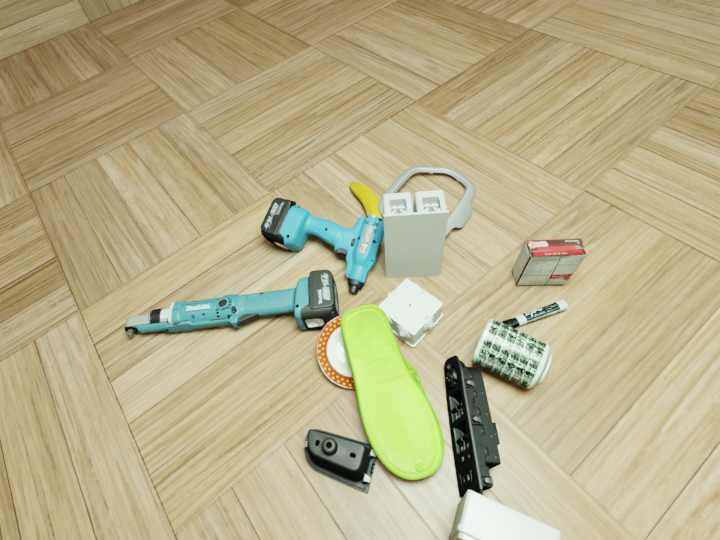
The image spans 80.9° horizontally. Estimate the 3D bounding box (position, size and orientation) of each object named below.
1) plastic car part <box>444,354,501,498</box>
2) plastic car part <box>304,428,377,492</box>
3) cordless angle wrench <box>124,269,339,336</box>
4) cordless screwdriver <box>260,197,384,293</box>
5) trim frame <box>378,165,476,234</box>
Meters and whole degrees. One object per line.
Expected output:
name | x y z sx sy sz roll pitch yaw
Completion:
plastic car part | 0.169 0.225 0.637 0.067 0.064 0.210 -1 53 -6
plastic car part | -0.036 0.272 0.633 0.120 0.068 0.066 13 56 14
cordless angle wrench | -0.255 0.078 0.816 0.427 0.071 0.101 -8 53 7
cordless screwdriver | -0.086 -0.056 0.876 0.257 0.071 0.160 14 77 18
trim frame | 0.149 -0.153 0.924 0.192 0.026 0.247 25 55 21
